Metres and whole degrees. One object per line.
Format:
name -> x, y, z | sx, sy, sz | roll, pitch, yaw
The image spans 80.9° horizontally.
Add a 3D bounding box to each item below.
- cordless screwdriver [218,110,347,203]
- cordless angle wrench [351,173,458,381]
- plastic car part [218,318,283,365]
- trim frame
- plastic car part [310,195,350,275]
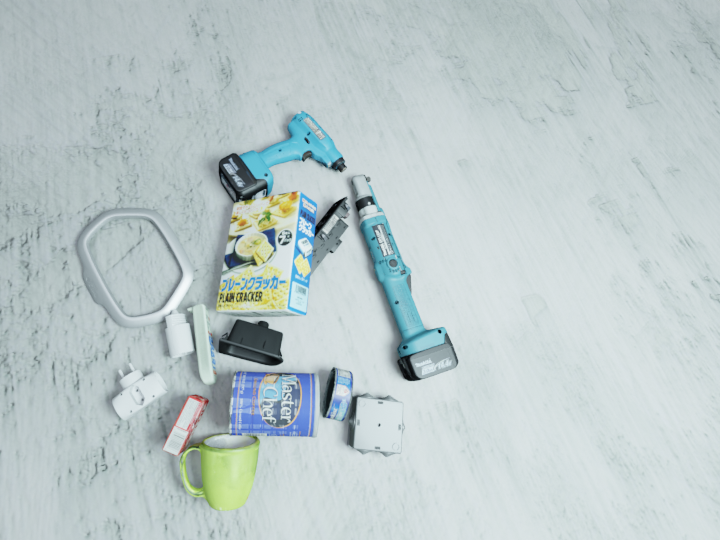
cordless screwdriver -> -0.157, -0.215, 0.873 | 0.245, 0.074, 0.162 | -38, 81, -21
cordless angle wrench -> 0.060, -0.005, 0.829 | 0.096, 0.073, 0.434 | -16, 72, -13
plastic car part -> -0.191, 0.124, 0.764 | 0.115, 0.065, 0.072 | 14, 57, -7
trim frame -> -0.427, -0.012, 0.798 | 0.182, 0.027, 0.253 | -32, 79, -16
plastic car part -> -0.082, -0.053, 0.836 | 0.065, 0.069, 0.202 | 47, 69, -20
